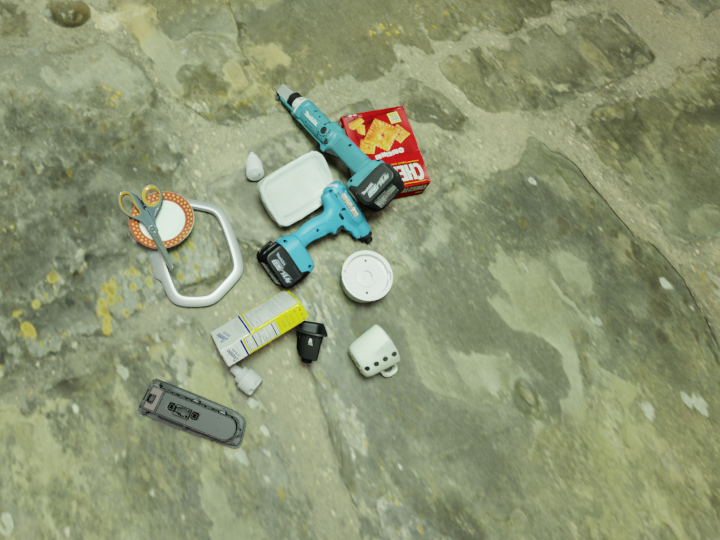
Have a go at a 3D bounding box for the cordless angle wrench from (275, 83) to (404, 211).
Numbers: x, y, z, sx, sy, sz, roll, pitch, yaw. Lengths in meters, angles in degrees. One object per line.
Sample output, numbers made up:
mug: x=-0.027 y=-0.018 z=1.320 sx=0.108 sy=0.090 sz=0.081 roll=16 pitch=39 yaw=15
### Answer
cordless angle wrench: x=-0.072 y=-0.307 z=0.964 sx=0.098 sy=0.071 sz=0.442 roll=-46 pitch=64 yaw=13

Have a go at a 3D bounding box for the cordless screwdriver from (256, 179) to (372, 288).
cordless screwdriver: x=-0.088 y=-0.058 z=0.902 sx=0.247 sy=0.077 sz=0.154 roll=-45 pitch=112 yaw=-17

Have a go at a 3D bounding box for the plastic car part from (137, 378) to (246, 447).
plastic car part: x=-0.305 y=0.262 z=0.775 sx=0.202 sy=0.067 sz=0.067 roll=23 pitch=62 yaw=-2

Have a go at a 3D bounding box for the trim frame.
trim frame: x=-0.353 y=-0.042 z=0.896 sx=0.181 sy=0.027 sz=0.254 roll=-20 pitch=76 yaw=-15

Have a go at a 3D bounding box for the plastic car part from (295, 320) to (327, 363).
plastic car part: x=-0.101 y=0.142 z=0.823 sx=0.065 sy=0.119 sz=0.071 roll=7 pitch=95 yaw=-10
